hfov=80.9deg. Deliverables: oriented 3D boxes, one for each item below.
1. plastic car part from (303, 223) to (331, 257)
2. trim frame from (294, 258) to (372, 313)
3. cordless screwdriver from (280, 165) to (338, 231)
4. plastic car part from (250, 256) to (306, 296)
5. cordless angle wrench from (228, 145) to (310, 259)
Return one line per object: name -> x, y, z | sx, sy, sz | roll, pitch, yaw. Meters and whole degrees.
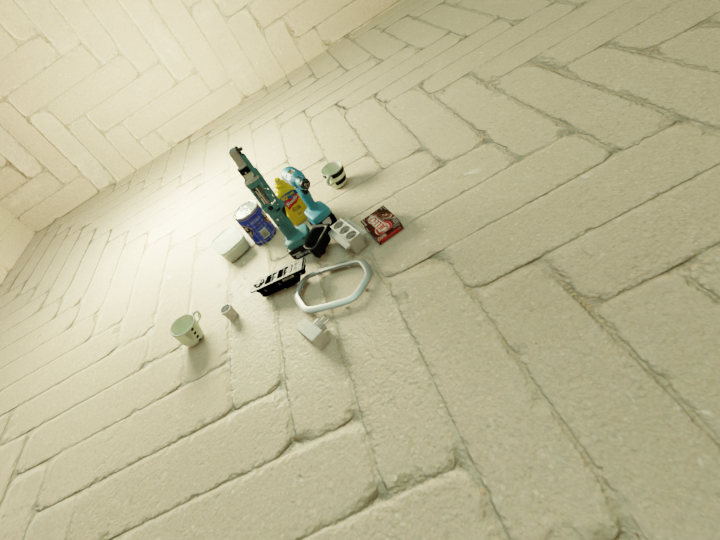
plastic car part -> -0.132, -0.086, 1.346 | 0.069, 0.067, 0.118 | -6, 47, 32
trim frame -> -0.081, 0.042, 1.212 | 0.254, 0.026, 0.189 | -19, 42, 19
cordless screwdriver -> -0.157, -0.222, 1.367 | 0.074, 0.236, 0.168 | -40, 38, -9
plastic car part -> -0.250, 0.029, 1.316 | 0.207, 0.064, 0.068 | -21, 40, 17
cordless angle wrench -> -0.275, -0.205, 1.303 | 0.099, 0.402, 0.077 | -25, 38, 11
